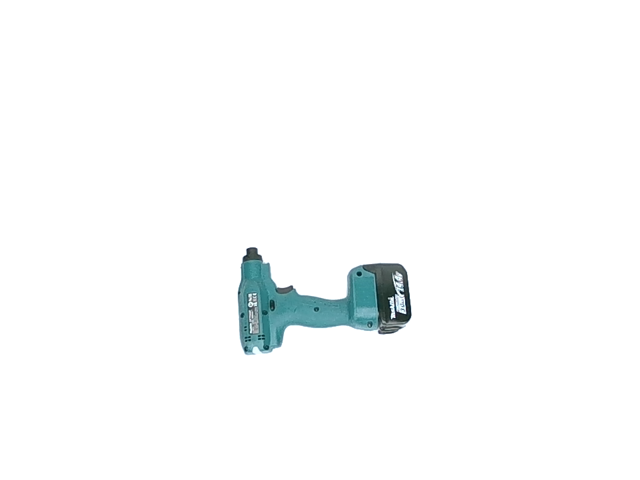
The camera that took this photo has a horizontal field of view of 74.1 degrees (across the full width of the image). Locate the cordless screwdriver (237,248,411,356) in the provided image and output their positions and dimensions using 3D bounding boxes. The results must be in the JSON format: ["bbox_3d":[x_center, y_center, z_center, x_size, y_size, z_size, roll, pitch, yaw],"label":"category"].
[{"bbox_3d":[0.001,0.078,0.631,0.249,0.159,0.074,-6,-22,-2],"label":"cordless screwdriver"}]
